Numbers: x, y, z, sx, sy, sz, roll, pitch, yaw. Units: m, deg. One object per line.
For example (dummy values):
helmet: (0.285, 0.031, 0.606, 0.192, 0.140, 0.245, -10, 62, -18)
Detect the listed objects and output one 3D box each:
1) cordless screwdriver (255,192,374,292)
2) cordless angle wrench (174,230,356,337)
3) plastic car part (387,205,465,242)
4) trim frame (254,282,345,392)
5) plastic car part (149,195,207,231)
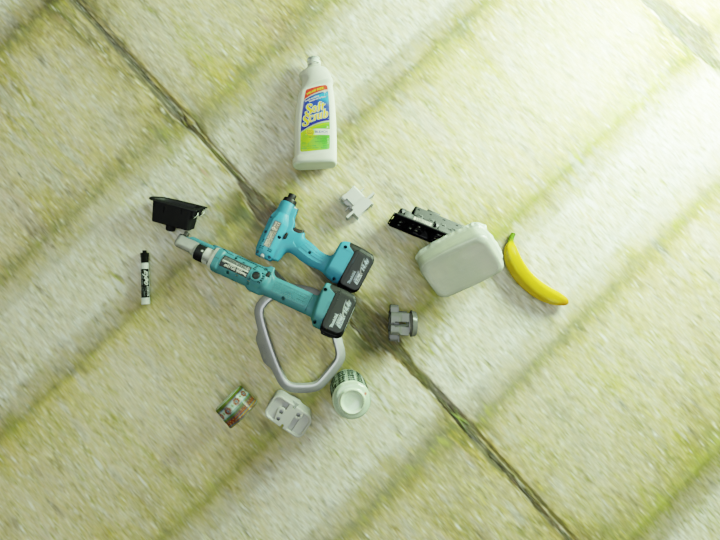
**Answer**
cordless screwdriver: (-0.091, -0.059, 0.927, 0.251, 0.073, 0.159, 23, 81, 5)
cordless angle wrench: (-0.218, 0.017, 0.908, 0.431, 0.072, 0.098, 23, 72, 10)
plastic car part: (0.168, -0.092, 0.938, 0.204, 0.066, 0.067, 26, 61, 2)
trim frame: (-0.139, 0.148, 0.937, 0.184, 0.027, 0.249, -21, 89, -2)
plastic car part: (-0.411, -0.121, 0.940, 0.117, 0.066, 0.070, 11, 102, 2)
